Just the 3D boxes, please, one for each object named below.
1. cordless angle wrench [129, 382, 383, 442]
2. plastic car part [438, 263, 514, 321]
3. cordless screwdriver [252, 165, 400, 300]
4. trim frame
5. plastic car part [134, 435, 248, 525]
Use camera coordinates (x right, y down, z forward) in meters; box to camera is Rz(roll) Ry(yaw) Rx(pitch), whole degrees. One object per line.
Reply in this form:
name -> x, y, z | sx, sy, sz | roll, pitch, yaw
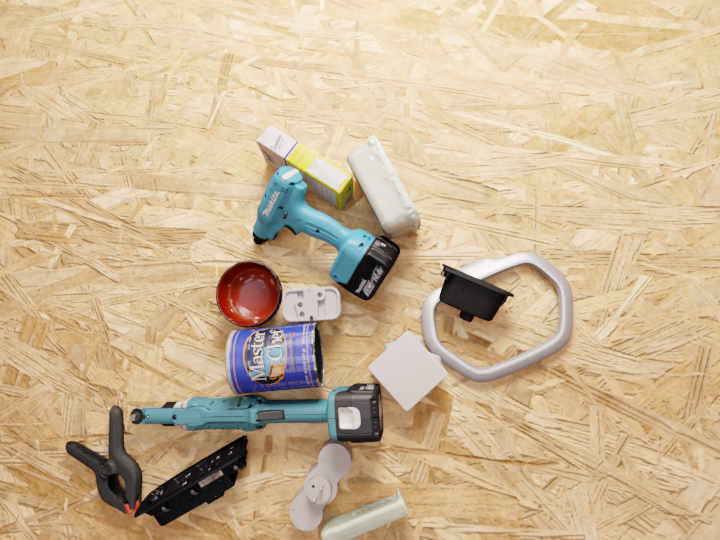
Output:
cordless angle wrench -> -0.179, 0.232, 0.689 | 0.430, 0.095, 0.075 | -5, 81, 11
plastic car part -> 0.173, 0.043, 0.667 | 0.118, 0.065, 0.071 | 27, 100, 7
cordless screwdriver -> -0.070, -0.046, 0.716 | 0.252, 0.073, 0.159 | 37, 125, 6
trim frame -> 0.223, 0.071, 0.690 | 0.249, 0.027, 0.188 | -26, 78, 4
plastic car part -> -0.267, 0.351, 0.691 | 0.203, 0.068, 0.065 | -27, 105, 1
